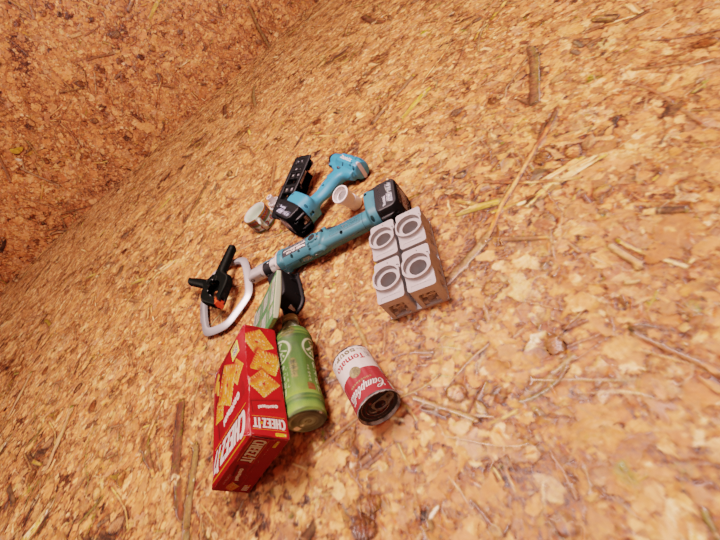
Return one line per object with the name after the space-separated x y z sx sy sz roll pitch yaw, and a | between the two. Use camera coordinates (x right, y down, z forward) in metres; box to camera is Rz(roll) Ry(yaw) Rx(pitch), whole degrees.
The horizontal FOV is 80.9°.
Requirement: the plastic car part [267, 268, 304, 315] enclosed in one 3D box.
-0.167 0.041 0.907 0.066 0.067 0.122 -38 36 10 | plastic car part

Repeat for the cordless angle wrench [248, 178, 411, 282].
-0.091 -0.060 0.935 0.433 0.070 0.101 -25 42 26 | cordless angle wrench

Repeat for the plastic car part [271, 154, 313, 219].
-0.180 -0.215 1.146 0.070 0.063 0.204 7 65 37 | plastic car part

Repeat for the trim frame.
-0.347 0.061 1.080 0.185 0.026 0.261 -37 41 8 | trim frame

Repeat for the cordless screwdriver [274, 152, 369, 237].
-0.107 -0.206 1.075 0.248 0.070 0.168 -44 38 -6 | cordless screwdriver
